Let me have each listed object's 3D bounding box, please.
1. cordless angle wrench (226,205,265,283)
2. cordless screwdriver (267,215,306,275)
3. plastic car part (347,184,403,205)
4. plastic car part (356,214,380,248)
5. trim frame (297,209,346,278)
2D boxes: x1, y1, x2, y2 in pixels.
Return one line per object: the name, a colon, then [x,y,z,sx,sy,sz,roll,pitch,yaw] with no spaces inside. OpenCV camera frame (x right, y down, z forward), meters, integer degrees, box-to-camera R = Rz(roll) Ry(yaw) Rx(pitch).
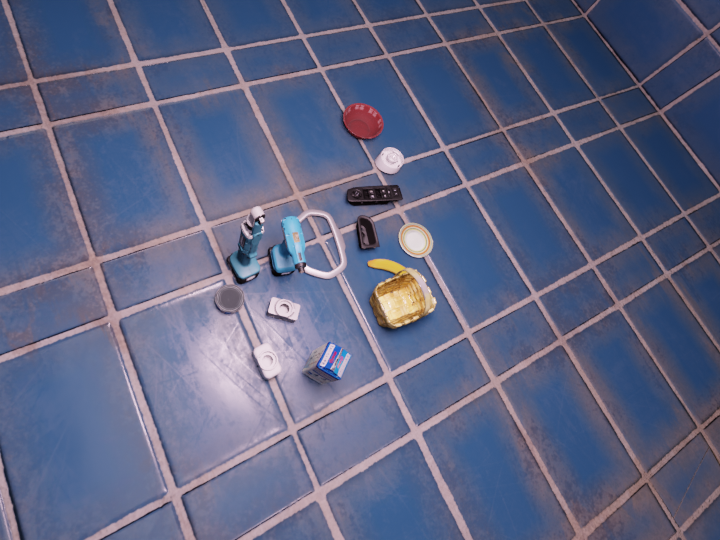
cordless angle wrench: [-0.300,-0.070,1.135,0.073,0.425,0.099,-26,82,-26]
cordless screwdriver: [-0.210,-0.039,1.243,0.072,0.250,0.163,-9,74,-22]
plastic car part: [0.042,-0.264,1.504,0.198,0.067,0.068,-4,72,-17]
plastic car part: [0.014,-0.122,1.436,0.064,0.071,0.119,-5,71,-20]
trim frame: [-0.138,-0.090,1.406,0.179,0.027,0.254,-14,73,-20]
